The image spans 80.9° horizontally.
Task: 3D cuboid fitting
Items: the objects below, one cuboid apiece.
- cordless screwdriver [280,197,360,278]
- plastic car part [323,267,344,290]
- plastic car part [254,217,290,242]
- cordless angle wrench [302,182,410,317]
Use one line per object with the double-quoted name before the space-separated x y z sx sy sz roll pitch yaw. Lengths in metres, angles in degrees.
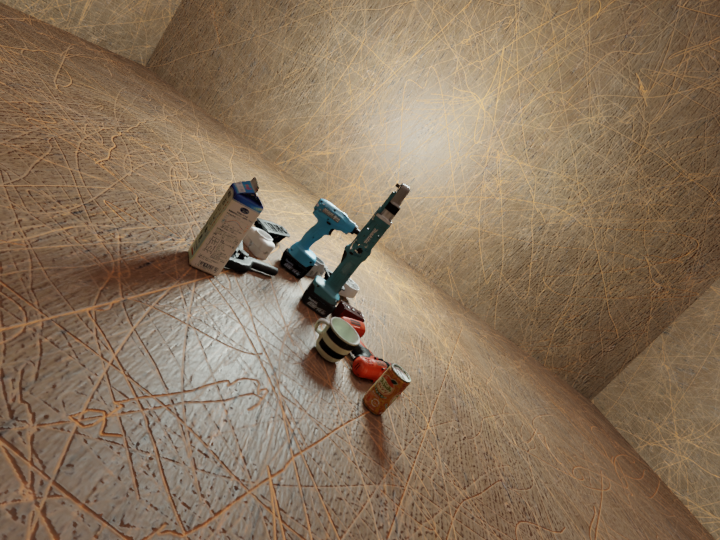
"cordless screwdriver" -0.129 -0.084 1.316 0.157 0.249 0.075 36 13 -9
"plastic car part" -0.096 0.052 1.323 0.064 0.071 0.120 33 13 -21
"plastic car part" -0.300 -0.127 1.428 0.068 0.067 0.197 40 13 13
"cordless angle wrench" -0.004 -0.059 1.158 0.098 0.423 0.074 38 13 -3
